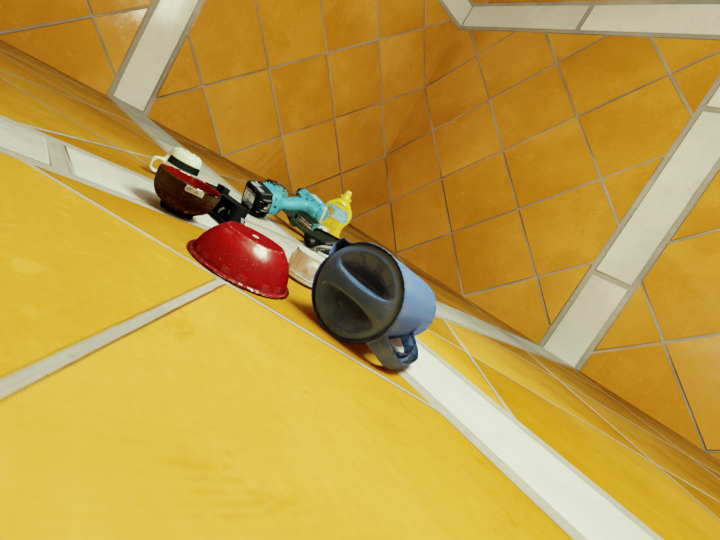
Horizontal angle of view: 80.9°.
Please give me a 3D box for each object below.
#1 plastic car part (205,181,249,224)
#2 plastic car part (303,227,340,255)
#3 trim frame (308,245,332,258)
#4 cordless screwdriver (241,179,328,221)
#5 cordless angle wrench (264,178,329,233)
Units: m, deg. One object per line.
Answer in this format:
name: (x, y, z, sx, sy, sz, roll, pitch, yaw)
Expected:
plastic car part: (-0.291, -0.139, 0.887, 0.215, 0.067, 0.062, 39, 4, 38)
plastic car part: (-0.113, -0.074, 1.160, 0.123, 0.065, 0.068, 31, 21, 32)
trim frame: (-0.005, -0.019, 0.992, 0.254, 0.028, 0.179, 11, -8, 12)
cordless screwdriver: (-0.226, -0.210, 1.234, 0.237, 0.074, 0.168, 2, 34, -39)
cordless angle wrench: (-0.187, -0.161, 1.325, 0.448, 0.098, 0.070, 40, 8, 39)
